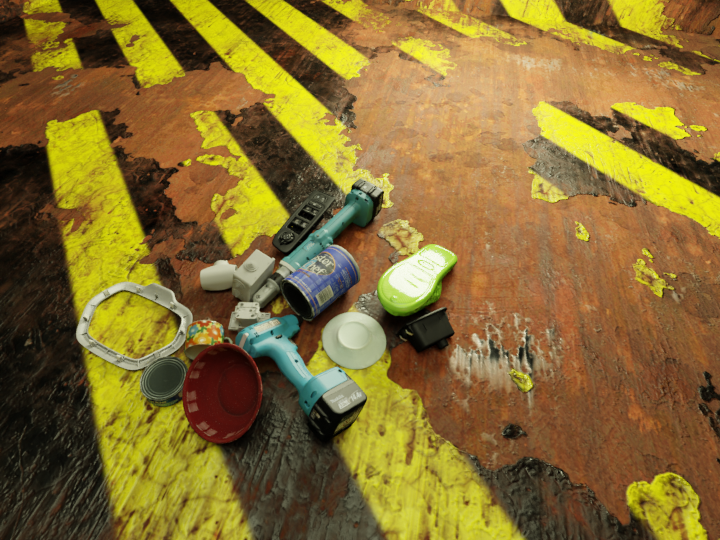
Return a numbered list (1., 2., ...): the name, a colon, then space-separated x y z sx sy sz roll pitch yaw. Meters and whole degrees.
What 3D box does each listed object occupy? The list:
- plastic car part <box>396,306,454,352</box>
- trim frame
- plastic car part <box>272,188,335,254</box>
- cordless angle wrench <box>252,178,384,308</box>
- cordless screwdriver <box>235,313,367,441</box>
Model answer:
1. plastic car part: 0.142 0.124 0.842 0.114 0.065 0.073 -17 67 -20
2. trim frame: -0.471 0.104 0.879 0.257 0.026 0.184 19 50 18
3. plastic car part: -0.143 -0.112 1.039 0.068 0.065 0.202 29 58 13
4. cordless angle wrench: -0.096 -0.063 0.986 0.077 0.095 0.418 32 59 19
5. cordless screwdriver: -0.097 0.174 0.776 0.261 0.074 0.153 37 31 26
